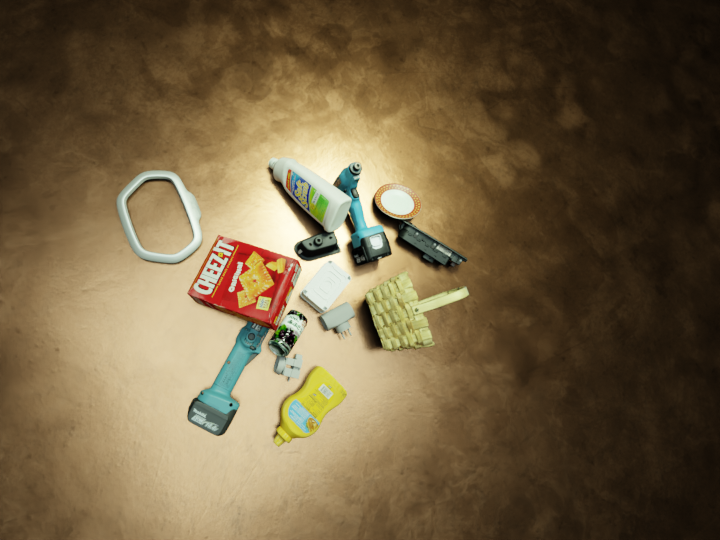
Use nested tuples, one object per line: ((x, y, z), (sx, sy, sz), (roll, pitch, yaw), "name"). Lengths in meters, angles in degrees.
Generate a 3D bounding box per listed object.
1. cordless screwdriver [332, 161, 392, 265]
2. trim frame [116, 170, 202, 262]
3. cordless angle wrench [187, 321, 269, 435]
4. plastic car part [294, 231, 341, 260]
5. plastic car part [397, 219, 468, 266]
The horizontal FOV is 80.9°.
((0.003, -0.144, 1.067), (0.073, 0.161, 0.252), (-17, 82, -20), "cordless screwdriver")
((-0.491, -0.134, 1.043), (0.181, 0.027, 0.253), (-23, 79, -14), "trim frame")
((-0.255, 0.159, 0.987), (0.097, 0.074, 0.424), (27, 70, -4), "cordless angle wrench")
((-0.105, -0.069, 1.073), (0.114, 0.071, 0.067), (-19, 80, -19), "plastic car part")
((0.181, -0.067, 1.135), (0.202, 0.066, 0.067), (36, 98, -2), "plastic car part")
